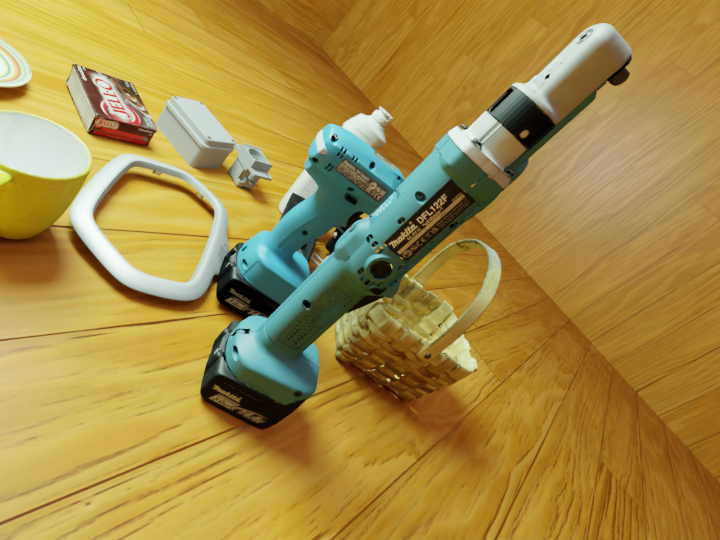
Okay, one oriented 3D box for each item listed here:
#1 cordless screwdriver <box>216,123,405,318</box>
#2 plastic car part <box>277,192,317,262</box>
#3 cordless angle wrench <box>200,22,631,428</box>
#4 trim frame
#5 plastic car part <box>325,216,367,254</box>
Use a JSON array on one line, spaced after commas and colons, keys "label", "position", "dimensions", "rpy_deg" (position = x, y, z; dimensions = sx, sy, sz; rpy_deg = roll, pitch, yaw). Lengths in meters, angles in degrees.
[{"label": "cordless screwdriver", "position": [-0.048, -0.032, 0.495], "dimensions": [0.152, 0.251, 0.077], "rpy_deg": [33, 28, -25]}, {"label": "plastic car part", "position": [-0.108, -0.049, 0.657], "dimensions": [0.064, 0.067, 0.207], "rpy_deg": [36, 25, -19]}, {"label": "cordless angle wrench", "position": [0.015, -0.013, 0.348], "dimensions": [0.094, 0.427, 0.076], "rpy_deg": [37, 27, -20]}, {"label": "trim frame", "position": [-0.240, -0.060, 0.519], "dimensions": [0.176, 0.028, 0.257], "rpy_deg": [31, 27, -26]}, {"label": "plastic car part", "position": [-0.025, -0.054, 0.788], "dimensions": [0.067, 0.071, 0.114], "rpy_deg": [46, 24, 2]}]
